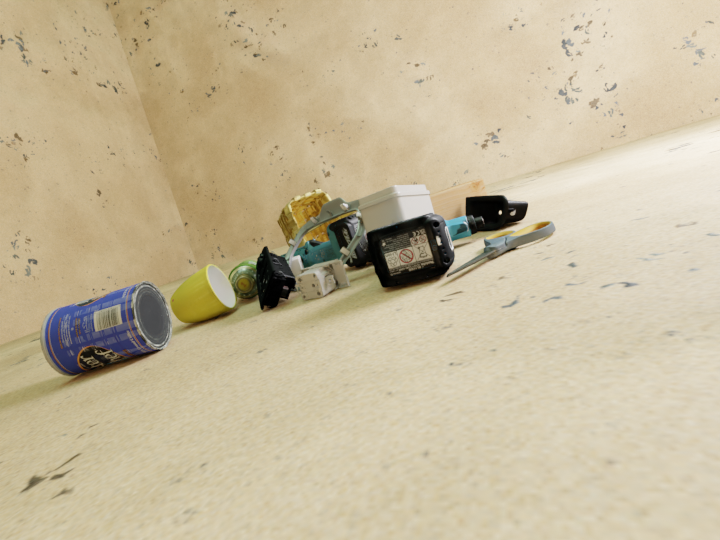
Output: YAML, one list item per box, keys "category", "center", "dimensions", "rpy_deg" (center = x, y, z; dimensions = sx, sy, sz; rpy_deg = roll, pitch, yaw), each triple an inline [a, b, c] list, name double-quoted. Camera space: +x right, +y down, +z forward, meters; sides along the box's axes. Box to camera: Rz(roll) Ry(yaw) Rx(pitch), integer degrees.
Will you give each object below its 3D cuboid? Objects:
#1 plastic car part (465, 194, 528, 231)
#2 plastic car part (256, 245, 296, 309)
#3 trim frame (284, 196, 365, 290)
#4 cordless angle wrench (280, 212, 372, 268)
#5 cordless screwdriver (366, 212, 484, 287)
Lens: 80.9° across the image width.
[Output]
- category: "plastic car part"
  center: [0.246, -0.102, 0.745]
  dimensions: [0.069, 0.066, 0.120]
  rpy_deg: [-5, 6, -20]
- category: "plastic car part"
  center: [-0.149, 0.005, 0.737]
  dimensions: [0.065, 0.066, 0.212]
  rpy_deg: [7, 14, -22]
- category: "trim frame"
  center: [-0.075, -0.049, 0.769]
  dimensions: [0.026, 0.186, 0.257]
  rpy_deg: [33, -28, -29]
- category: "cordless angle wrench"
  center: [-0.111, -0.033, 0.951]
  dimensions: [0.072, 0.098, 0.438]
  rpy_deg: [-21, 4, -36]
- category: "cordless screwdriver"
  center: [0.102, -0.044, 0.604]
  dimensions: [0.162, 0.074, 0.244]
  rpy_deg: [-15, 4, 15]
